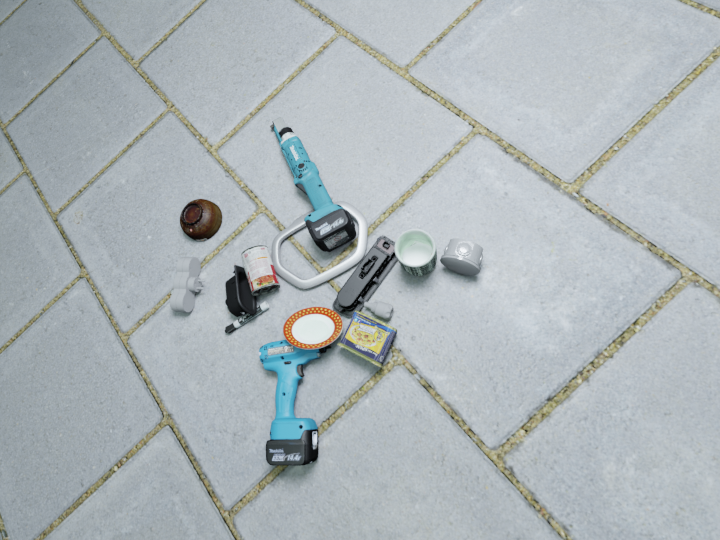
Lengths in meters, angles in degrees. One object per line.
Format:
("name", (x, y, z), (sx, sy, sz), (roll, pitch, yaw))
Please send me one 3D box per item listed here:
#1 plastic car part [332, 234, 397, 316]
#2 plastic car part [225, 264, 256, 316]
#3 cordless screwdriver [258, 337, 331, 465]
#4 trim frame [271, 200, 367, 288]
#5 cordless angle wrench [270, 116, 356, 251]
("plastic car part", (0.012, 0.013, 0.926), (0.068, 0.065, 0.203), (35, 88, 14))
("plastic car part", (-0.289, 0.057, 0.997), (0.073, 0.062, 0.120), (-26, 58, 28))
("cordless screwdriver", (-0.127, 0.265, 0.881), (0.162, 0.071, 0.256), (-13, 66, 12))
("trim frame", (-0.098, -0.064, 1.000), (0.250, 0.026, 0.191), (-30, 68, 8))
("cordless angle wrench", (-0.136, -0.238, 1.033), (0.098, 0.071, 0.442), (-29, 60, 4))
